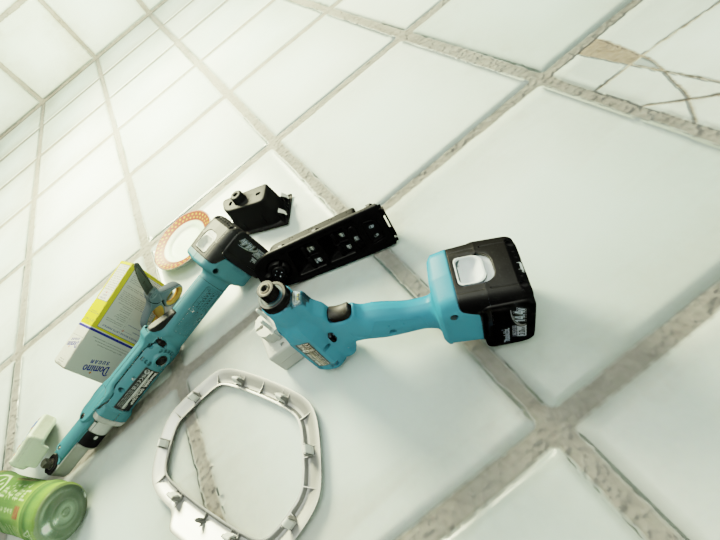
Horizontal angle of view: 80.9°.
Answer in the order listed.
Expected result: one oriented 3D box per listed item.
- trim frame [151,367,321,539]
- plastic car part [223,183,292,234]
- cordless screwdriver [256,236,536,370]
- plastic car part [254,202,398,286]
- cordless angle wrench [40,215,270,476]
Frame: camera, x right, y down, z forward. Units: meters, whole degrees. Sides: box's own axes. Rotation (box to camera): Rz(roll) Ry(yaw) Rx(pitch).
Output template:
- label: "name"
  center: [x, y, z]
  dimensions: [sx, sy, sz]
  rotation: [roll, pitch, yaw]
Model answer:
- label: "trim frame"
  center: [-0.150, 0.211, 0.485]
  dimensions: [0.261, 0.026, 0.185]
  rotation: [9, 64, 33]
- label: "plastic car part"
  center: [-0.180, -0.105, 0.698]
  dimensions: [0.120, 0.067, 0.068]
  rotation: [-12, 52, 20]
- label: "cordless screwdriver"
  center: [0.031, 0.032, 0.419]
  dimensions: [0.255, 0.151, 0.077]
  rotation: [-15, 51, 18]
- label: "plastic car part"
  center: [-0.057, -0.037, 0.582]
  dimensions: [0.206, 0.063, 0.070]
  rotation: [-25, 39, 13]
- label: "cordless angle wrench"
  center: [-0.295, 0.113, 0.608]
  dimensions: [0.079, 0.092, 0.422]
  rotation: [31, 82, 41]
